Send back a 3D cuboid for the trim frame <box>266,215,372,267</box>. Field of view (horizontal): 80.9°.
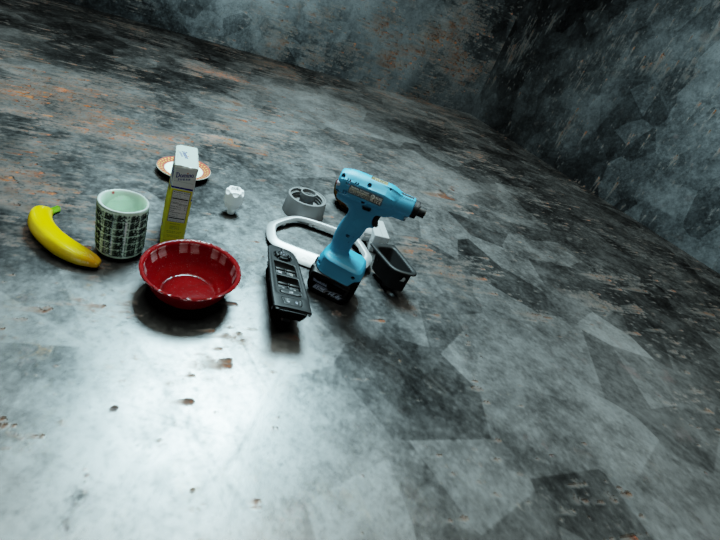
[{"bbox_3d":[-0.093,-0.061,0.949,0.249,0.027,0.186,19,31,-1],"label":"trim frame"}]

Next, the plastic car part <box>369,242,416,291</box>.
[{"bbox_3d":[0.062,0.000,0.899,0.063,0.070,0.123,3,35,-28],"label":"plastic car part"}]

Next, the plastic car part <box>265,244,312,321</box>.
[{"bbox_3d":[-0.137,0.025,0.753,0.064,0.066,0.212,8,33,-21],"label":"plastic car part"}]

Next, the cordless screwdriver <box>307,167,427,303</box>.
[{"bbox_3d":[0.003,-0.051,0.776,0.161,0.246,0.074,25,31,4],"label":"cordless screwdriver"}]
